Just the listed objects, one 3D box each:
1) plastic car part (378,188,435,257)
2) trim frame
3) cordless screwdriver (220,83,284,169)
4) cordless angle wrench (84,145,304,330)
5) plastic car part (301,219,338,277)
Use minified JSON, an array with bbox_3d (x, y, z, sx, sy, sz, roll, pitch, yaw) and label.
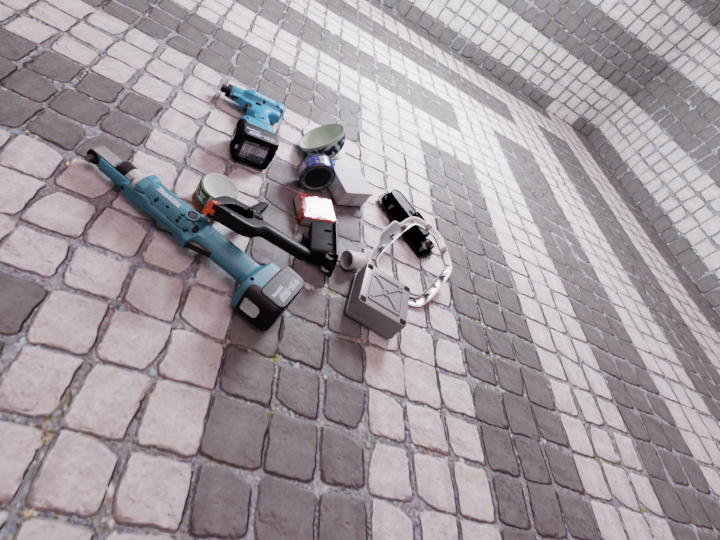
[{"bbox_3d":[0.119,-0.129,1.067,0.064,0.067,0.210,-19,63,-39],"label":"plastic car part"},{"bbox_3d":[0.118,-0.027,0.954,0.185,0.028,0.244,48,56,3],"label":"trim frame"},{"bbox_3d":[-0.260,-0.348,0.980,0.153,0.074,0.258,18,40,-23],"label":"cordless screwdriver"},{"bbox_3d":[-0.286,-0.072,0.703,0.426,0.074,0.097,39,39,4],"label":"cordless angle wrench"},{"bbox_3d":[-0.083,-0.054,0.850,0.069,0.065,0.121,8,45,-15],"label":"plastic car part"}]
